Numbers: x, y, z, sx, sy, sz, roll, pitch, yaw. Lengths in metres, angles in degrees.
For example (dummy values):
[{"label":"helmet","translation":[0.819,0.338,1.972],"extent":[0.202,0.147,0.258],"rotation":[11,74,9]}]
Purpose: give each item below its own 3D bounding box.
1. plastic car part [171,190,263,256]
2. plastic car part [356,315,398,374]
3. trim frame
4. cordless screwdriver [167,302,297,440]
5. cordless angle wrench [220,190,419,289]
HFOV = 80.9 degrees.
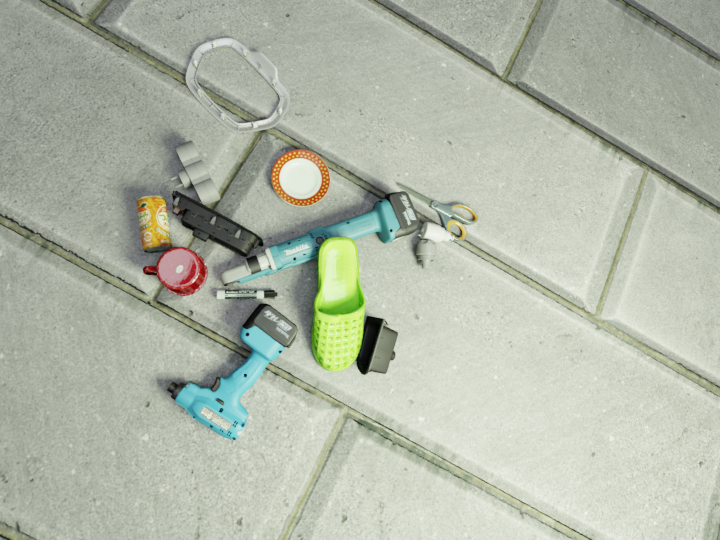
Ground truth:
[{"label":"plastic car part","translation":[-0.290,-0.085,0.845],"extent":[0.200,0.066,0.068],"rotation":[24,63,-7]},{"label":"plastic car part","translation":[0.040,0.159,0.868],"extent":[0.068,0.068,0.117],"rotation":[18,80,-24]},{"label":"trim frame","translation":[-0.272,-0.415,0.943],"extent":[0.250,0.027,0.183],"rotation":[45,74,3]},{"label":"cordless screwdriver","translation":[-0.238,0.174,0.807],"extent":[0.158,0.075,0.249],"rotation":[32,79,-3]},{"label":"cordless angle wrench","translation":[-0.086,-0.056,0.882],"extent":[0.417,0.075,0.099],"rotation":[-21,85,-11]}]
